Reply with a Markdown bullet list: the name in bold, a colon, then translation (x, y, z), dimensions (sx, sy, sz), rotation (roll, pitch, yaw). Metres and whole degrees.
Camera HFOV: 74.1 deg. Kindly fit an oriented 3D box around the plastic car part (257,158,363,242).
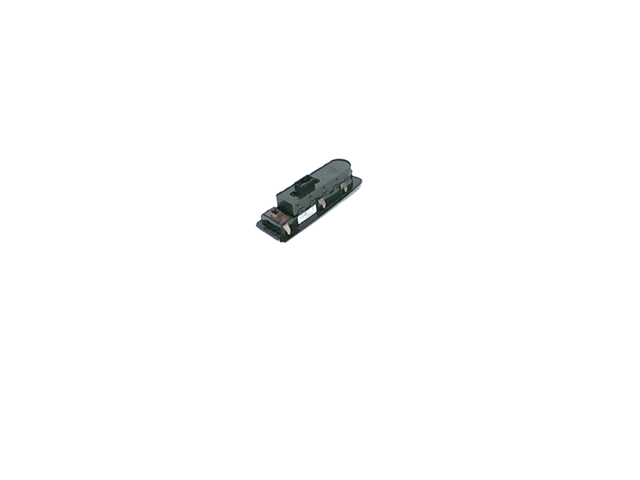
- **plastic car part**: translation (-0.012, -0.078, 0.689), dimensions (0.067, 0.067, 0.202), rotation (26, 46, 38)
